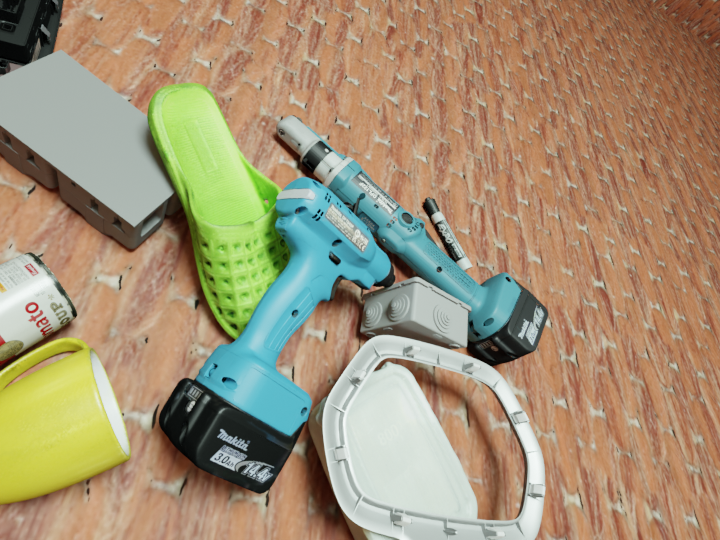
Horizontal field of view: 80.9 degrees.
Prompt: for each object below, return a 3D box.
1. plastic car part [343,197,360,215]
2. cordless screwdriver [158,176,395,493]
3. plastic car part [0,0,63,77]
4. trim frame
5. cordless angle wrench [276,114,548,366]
[{"bbox_3d":[-0.049,-0.032,0.498,0.071,0.065,0.118,18,59,-2],"label":"plastic car part"},{"bbox_3d":[-0.054,0.058,0.383,0.150,0.078,0.250,40,67,-38],"label":"cordless screwdriver"},{"bbox_3d":[-0.378,-0.279,0.465,0.064,0.067,0.209,2,59,-21],"label":"plastic car part"},{"bbox_3d":[0.079,0.159,0.391,0.240,0.028,0.188,19,56,-19],"label":"trim frame"},{"bbox_3d":[0.049,-0.054,0.551,0.426,0.075,0.097,43,52,3],"label":"cordless angle wrench"}]
